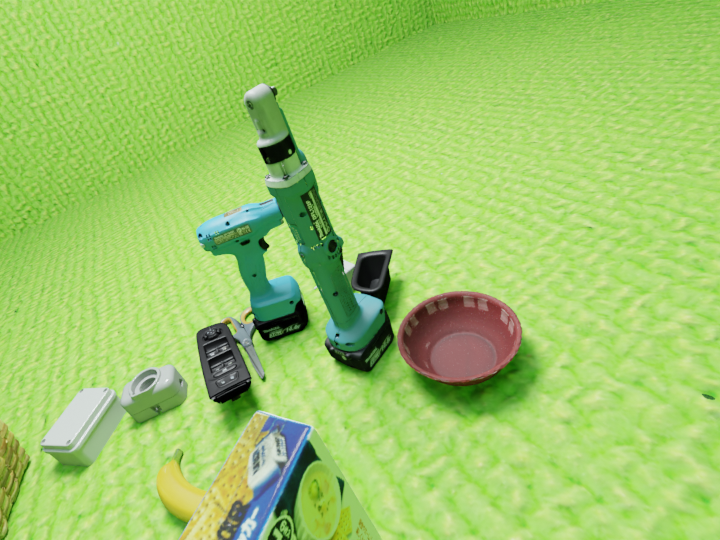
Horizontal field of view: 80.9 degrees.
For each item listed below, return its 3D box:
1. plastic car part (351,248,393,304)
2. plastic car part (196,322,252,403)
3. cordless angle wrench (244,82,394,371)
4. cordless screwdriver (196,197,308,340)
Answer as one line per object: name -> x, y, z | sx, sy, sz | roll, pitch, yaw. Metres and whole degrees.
plastic car part -> 0.025, 0.024, 0.736 | 0.068, 0.068, 0.118 | -9, 36, 19
plastic car part -> -0.229, 0.154, 0.712 | 0.065, 0.064, 0.214 | -31, 35, -14
cordless angle wrench -> -0.055, -0.036, 0.564 | 0.078, 0.405, 0.097 | 11, 44, 40
cordless screwdriver -> -0.152, -0.003, 0.724 | 0.159, 0.238, 0.077 | -21, 32, 1
